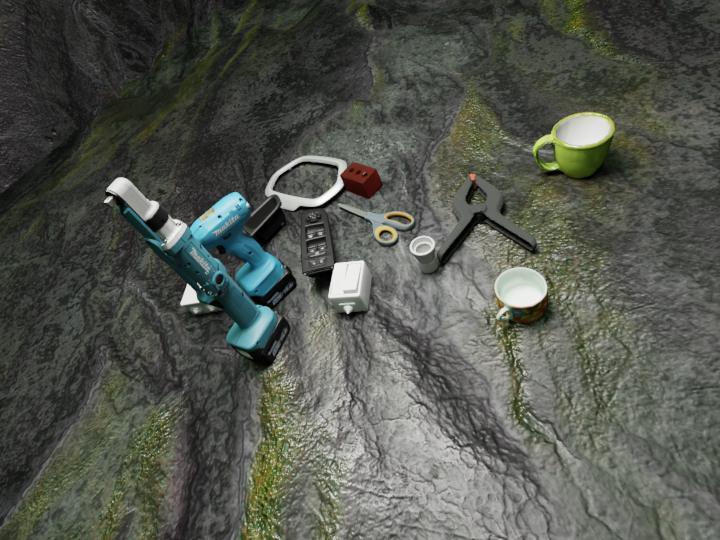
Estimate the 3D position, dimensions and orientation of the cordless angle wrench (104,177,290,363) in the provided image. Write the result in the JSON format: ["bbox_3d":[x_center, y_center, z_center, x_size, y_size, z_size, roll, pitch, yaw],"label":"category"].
[{"bbox_3d":[-0.243,0.013,0.673,0.078,0.401,0.098,8,56,30],"label":"cordless angle wrench"}]

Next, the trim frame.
[{"bbox_3d":[-0.141,-0.229,1.086,0.262,0.026,0.184,18,62,36],"label":"trim frame"}]

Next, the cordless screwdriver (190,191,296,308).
[{"bbox_3d":[-0.235,-0.015,0.807,0.158,0.236,0.079,-43,48,-14],"label":"cordless screwdriver"}]

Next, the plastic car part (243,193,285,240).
[{"bbox_3d":[-0.219,-0.116,1.001,0.116,0.067,0.070,-46,48,-15],"label":"plastic car part"}]

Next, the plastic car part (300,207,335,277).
[{"bbox_3d":[-0.087,-0.057,0.890,0.067,0.064,0.211,-20,47,9],"label":"plastic car part"}]
